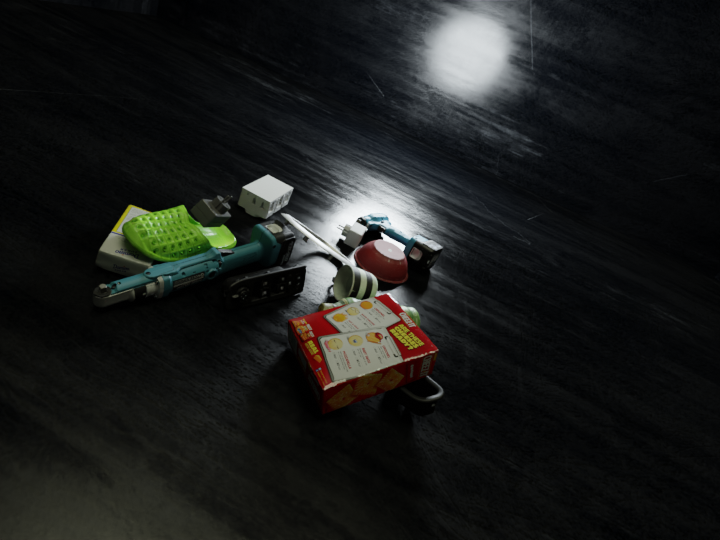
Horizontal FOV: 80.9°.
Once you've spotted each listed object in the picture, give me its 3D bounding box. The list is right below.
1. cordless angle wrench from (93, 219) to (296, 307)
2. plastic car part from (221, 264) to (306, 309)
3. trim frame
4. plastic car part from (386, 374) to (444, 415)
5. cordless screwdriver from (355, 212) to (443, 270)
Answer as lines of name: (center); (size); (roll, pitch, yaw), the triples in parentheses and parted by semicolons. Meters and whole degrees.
cordless angle wrench: (-0.305, -0.009, 0.832); (0.078, 0.097, 0.409); (39, 37, 22)
plastic car part: (-0.201, 0.025, 0.865); (0.070, 0.065, 0.195); (30, 29, 29)
trim frame: (-0.099, -0.065, 1.015); (0.194, 0.027, 0.235); (41, 6, 34)
plastic car part: (0.086, 0.215, 0.750); (0.064, 0.069, 0.123); (-24, 41, -33)
cordless screwdriver: (0.107, -0.095, 1.252); (0.261, 0.074, 0.152); (36, 24, 27)
